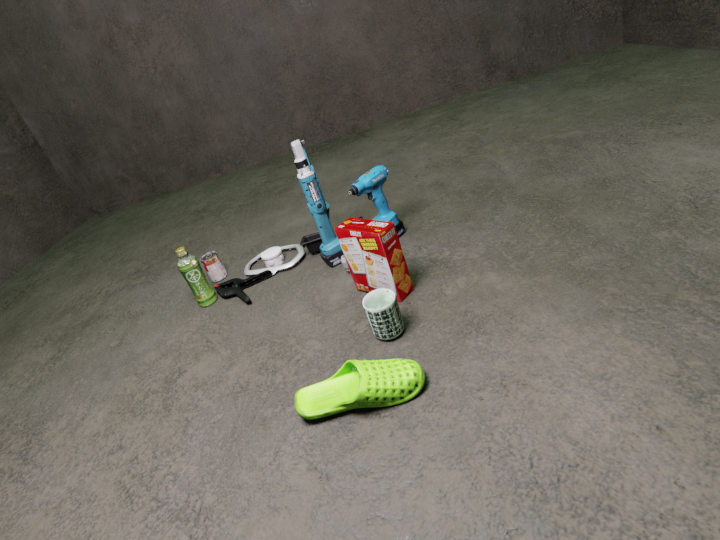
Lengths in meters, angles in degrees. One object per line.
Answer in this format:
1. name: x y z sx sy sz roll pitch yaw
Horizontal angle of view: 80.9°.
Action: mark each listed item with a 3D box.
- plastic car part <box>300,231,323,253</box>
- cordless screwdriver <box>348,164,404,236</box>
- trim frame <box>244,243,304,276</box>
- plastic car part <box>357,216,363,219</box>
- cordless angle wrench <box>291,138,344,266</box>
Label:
1. plastic car part: -0.147 -0.096 1.503 0.119 0.068 0.067 -13 28 14
2. cordless screwdriver: 0.049 -0.200 1.374 0.156 0.240 0.078 -37 31 -30
3. trim frame: -0.318 -0.037 1.558 0.256 0.026 0.186 -9 31 20
4. plastic car part: 0.002 -0.110 1.435 0.066 0.064 0.210 -20 29 0
5. cordless angle wrench: -0.136 -0.210 1.339 0.097 0.407 0.078 -26 27 -12
